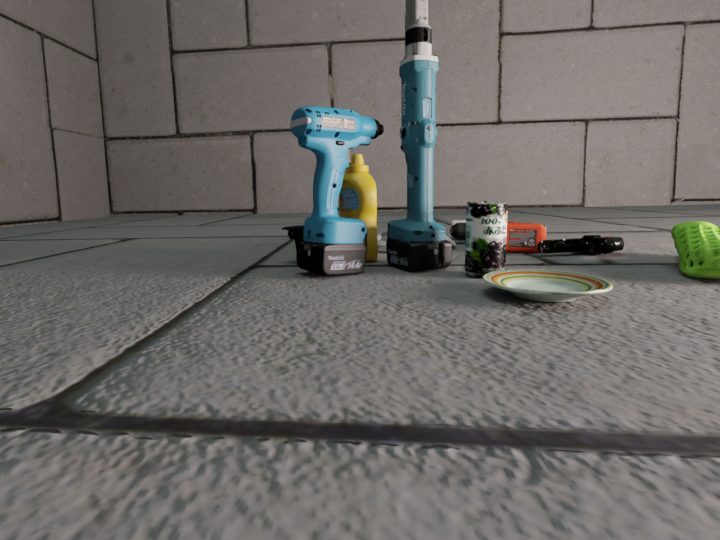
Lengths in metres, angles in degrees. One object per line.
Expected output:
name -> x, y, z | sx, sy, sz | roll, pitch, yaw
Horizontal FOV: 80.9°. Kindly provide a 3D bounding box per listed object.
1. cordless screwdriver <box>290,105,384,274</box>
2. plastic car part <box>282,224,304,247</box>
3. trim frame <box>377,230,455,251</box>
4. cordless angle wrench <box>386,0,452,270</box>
cordless screwdriver -> -0.027, -0.121, 0.652 | 0.152, 0.246, 0.078 | -7, 9, -37
plastic car part -> -0.073, -0.048, 0.745 | 0.122, 0.070, 0.063 | 6, 11, 36
trim frame -> 0.115, -0.066, 0.937 | 0.188, 0.027, 0.245 | 1, 11, 12
cordless angle wrench -> 0.090, -0.214, 0.663 | 0.072, 0.419, 0.102 | -4, 8, -22
